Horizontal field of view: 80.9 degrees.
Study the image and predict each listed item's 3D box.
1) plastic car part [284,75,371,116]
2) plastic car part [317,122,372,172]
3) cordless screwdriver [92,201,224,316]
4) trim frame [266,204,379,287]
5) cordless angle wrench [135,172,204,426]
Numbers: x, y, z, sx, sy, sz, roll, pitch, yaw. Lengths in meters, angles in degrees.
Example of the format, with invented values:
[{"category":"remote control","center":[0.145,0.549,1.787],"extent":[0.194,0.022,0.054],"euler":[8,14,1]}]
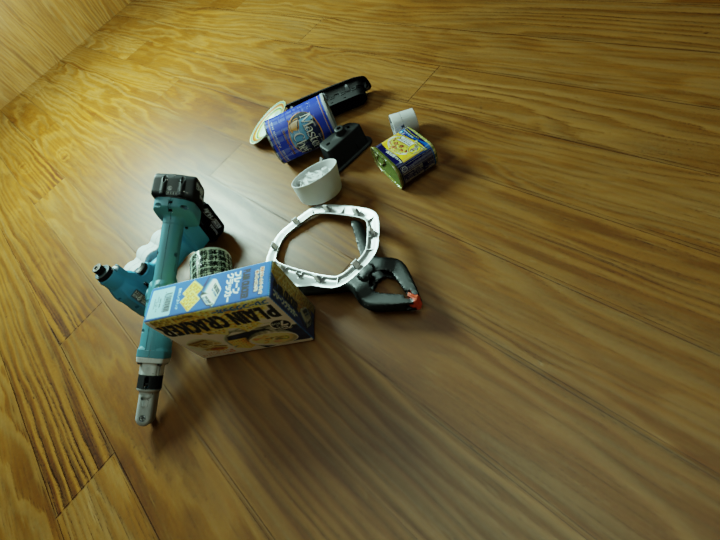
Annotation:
[{"category":"plastic car part","center":[-0.070,-0.387,0.978],"extent":[0.205,0.063,0.069],"euler":[-21,62,10]},{"category":"plastic car part","center":[-0.039,-0.264,0.875],"extent":[0.116,0.067,0.070],"euler":[-43,53,-4]},{"category":"cordless screwdriver","center":[-0.392,-0.042,0.835],"extent":[0.078,0.151,0.249],"euler":[15,64,34]},{"category":"trim frame","center":[-0.073,-0.048,0.745],"extent":[0.262,0.026,0.184],"euler":[14,65,42]},{"category":"cordless angle wrench","center":[-0.341,0.044,0.732],"extent":[0.074,0.097,0.428],"euler":[5,78,-6]}]
